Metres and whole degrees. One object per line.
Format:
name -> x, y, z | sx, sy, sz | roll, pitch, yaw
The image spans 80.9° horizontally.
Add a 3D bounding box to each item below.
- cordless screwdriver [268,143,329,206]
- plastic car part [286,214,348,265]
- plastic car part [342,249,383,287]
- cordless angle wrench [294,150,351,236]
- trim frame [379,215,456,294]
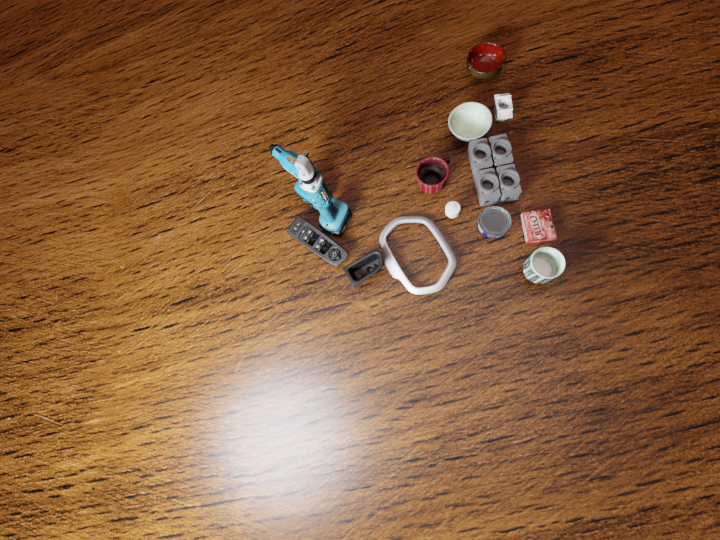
cordless screwdriver -> -0.176, -0.277, 1.244 | 0.165, 0.241, 0.074 | 39, 86, 16
plastic car part -> -0.124, -0.081, 1.271 | 0.210, 0.065, 0.066 | 36, 85, 19
plastic car part -> 0.018, -0.004, 1.214 | 0.117, 0.068, 0.068 | -31, 73, 3
cordless angle wrench -> -0.103, -0.195, 1.114 | 0.077, 0.409, 0.098 | 25, 82, 13
trim frame -> 0.160, -0.049, 1.215 | 0.185, 0.026, 0.257 | -30, 70, 4
